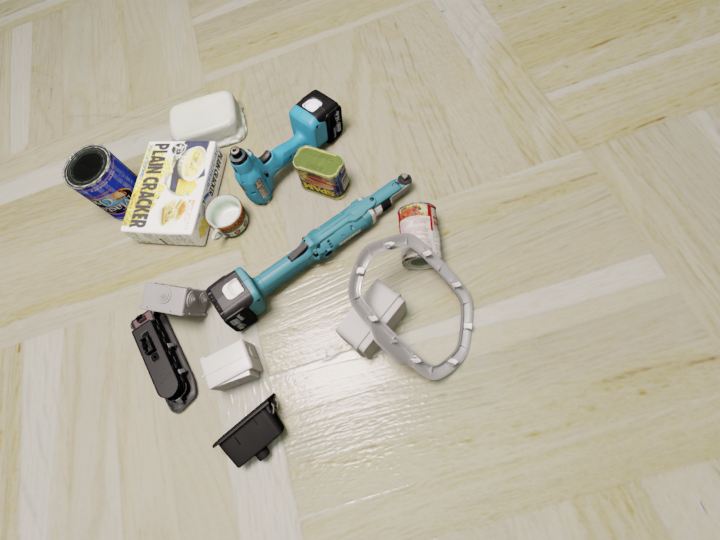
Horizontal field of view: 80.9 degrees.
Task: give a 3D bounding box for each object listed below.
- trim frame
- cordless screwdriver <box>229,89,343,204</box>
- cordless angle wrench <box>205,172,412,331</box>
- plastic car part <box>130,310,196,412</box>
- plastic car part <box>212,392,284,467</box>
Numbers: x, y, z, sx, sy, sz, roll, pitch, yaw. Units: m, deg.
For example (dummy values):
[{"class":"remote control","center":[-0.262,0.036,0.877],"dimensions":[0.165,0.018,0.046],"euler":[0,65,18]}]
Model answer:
[{"class":"trim frame","center":[0.087,0.054,0.654],"dimensions":[0.242,0.028,0.183],"euler":[45,67,-13]},{"class":"cordless screwdriver","center":[-0.145,-0.251,0.819],"dimensions":[0.077,0.154,0.248],"euler":[39,78,18]},{"class":"cordless angle wrench","center":[-0.075,-0.049,0.767],"dimensions":[0.420,0.095,0.077],"euler":[-36,69,-9]},{"class":"plastic car part","center":[-0.357,0.152,0.755],"dimensions":[0.066,0.065,0.210],"euler":[-32,69,-11]},{"class":"plastic car part","center":[-0.168,0.264,0.675],"dimensions":[0.116,0.065,0.072],"euler":[-43,83,-4]}]
